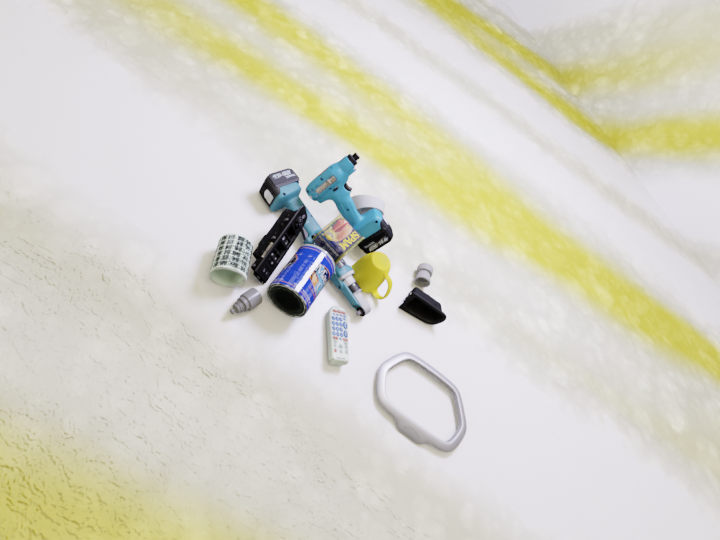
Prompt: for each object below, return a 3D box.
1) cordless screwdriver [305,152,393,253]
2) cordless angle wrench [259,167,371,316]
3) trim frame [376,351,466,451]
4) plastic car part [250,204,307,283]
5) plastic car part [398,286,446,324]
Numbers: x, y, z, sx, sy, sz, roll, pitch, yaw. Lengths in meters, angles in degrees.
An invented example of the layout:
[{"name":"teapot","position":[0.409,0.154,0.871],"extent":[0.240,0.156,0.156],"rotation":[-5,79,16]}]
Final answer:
[{"name":"cordless screwdriver","position":[-0.005,-0.172,1.088],"extent":[0.241,0.161,0.076],"rotation":[47,18,-18]},{"name":"cordless angle wrench","position":[-0.104,-0.068,1.066],"extent":[0.095,0.075,0.432],"rotation":[-26,75,-39]},{"name":"trim frame","position":[0.141,0.298,0.970],"extent":[0.247,0.028,0.184],"rotation":[36,48,-3]},{"name":"plastic car part","position":[-0.194,-0.070,0.992],"extent":[0.071,0.063,0.202],"rotation":[25,71,32]},{"name":"plastic car part","position":[0.166,0.087,1.109],"extent":[0.114,0.066,0.072],"rotation":[30,36,-12]}]
